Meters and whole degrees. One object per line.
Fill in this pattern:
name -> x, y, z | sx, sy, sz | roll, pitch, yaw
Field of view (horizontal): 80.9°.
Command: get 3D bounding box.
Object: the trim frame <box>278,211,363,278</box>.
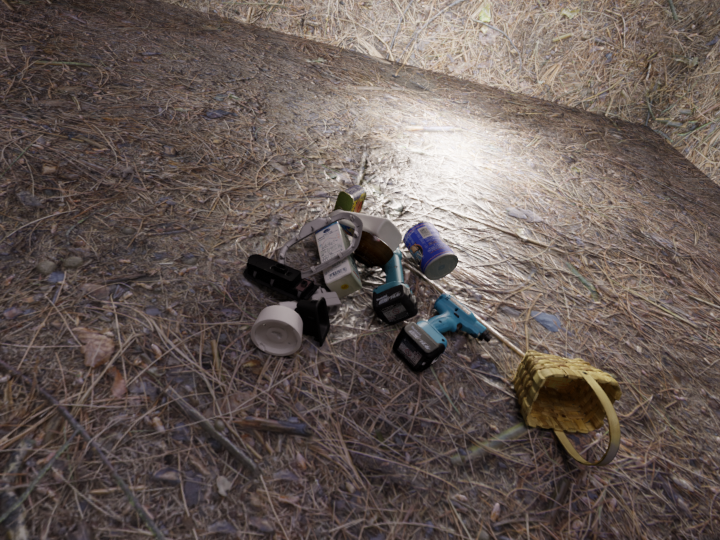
trim frame -> -0.107, -0.070, 1.093 | 0.250, 0.026, 0.193 | -29, 42, 6

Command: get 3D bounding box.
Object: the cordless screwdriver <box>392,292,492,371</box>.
cordless screwdriver -> 0.203, 0.156, 1.014 | 0.166, 0.073, 0.241 | 40, 42, 23

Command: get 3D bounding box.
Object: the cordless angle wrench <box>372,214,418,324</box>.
cordless angle wrench -> 0.083, -0.036, 1.171 | 0.071, 0.100, 0.435 | 51, 23, -31

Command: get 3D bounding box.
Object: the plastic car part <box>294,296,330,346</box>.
plastic car part -> -0.113, 0.103, 0.950 | 0.073, 0.112, 0.066 | 4, 38, 18

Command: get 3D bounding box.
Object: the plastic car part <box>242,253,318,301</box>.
plastic car part -> -0.205, 0.010, 1.021 | 0.213, 0.064, 0.066 | 18, 50, 28
